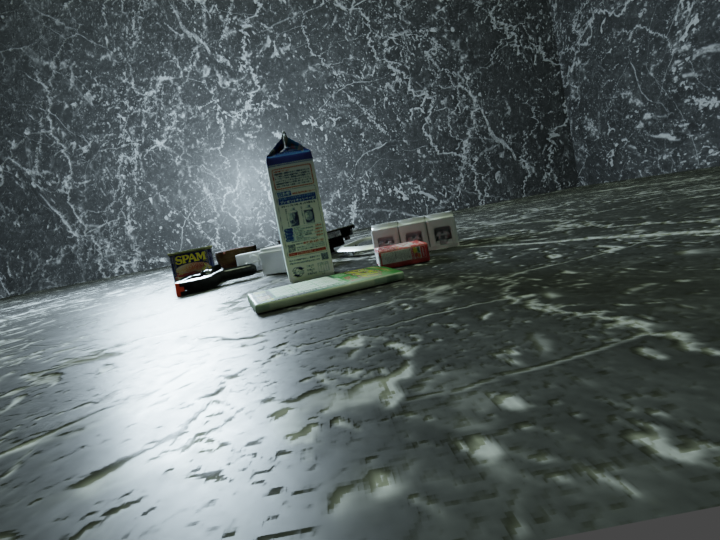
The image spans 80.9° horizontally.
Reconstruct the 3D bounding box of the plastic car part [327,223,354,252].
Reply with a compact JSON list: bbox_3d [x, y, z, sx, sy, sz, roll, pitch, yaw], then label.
[{"bbox_3d":[-0.110,-0.072,1.125,0.197,0.067,0.068,-14,6,-22],"label":"plastic car part"}]

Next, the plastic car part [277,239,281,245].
[{"bbox_3d":[-0.140,-0.057,1.037,0.116,0.070,0.066,-11,5,-3],"label":"plastic car part"}]

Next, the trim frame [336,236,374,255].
[{"bbox_3d":[0.049,-0.066,0.993,0.190,0.027,0.242,-8,8,23],"label":"trim frame"}]
